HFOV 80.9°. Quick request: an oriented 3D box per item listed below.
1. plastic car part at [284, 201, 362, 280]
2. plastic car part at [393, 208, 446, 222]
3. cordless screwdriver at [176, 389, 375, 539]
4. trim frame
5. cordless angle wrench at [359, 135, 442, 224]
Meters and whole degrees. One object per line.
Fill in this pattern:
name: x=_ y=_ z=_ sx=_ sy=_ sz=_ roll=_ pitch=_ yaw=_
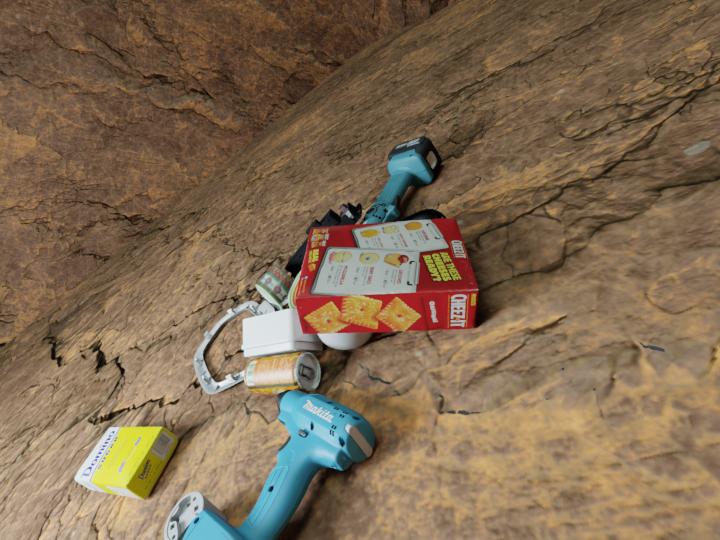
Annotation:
plastic car part: x=-0.078 y=-0.051 z=0.796 sx=0.203 sy=0.065 sz=0.068 roll=-52 pitch=22 yaw=20
plastic car part: x=0.088 y=-0.045 z=0.674 sx=0.118 sy=0.062 sz=0.073 roll=-24 pitch=45 yaw=17
cordless screwdriver: x=-0.109 y=0.240 z=0.457 sx=0.167 sy=0.071 sz=0.247 roll=3 pitch=44 yaw=50
trim frame: x=-0.234 y=0.131 z=0.790 sx=0.183 sy=0.026 sz=0.261 roll=-43 pitch=28 yaw=-13
cordless angle wrench: x=0.035 y=-0.092 z=0.783 sx=0.102 sy=0.071 sz=0.423 roll=-7 pitch=43 yaw=44
